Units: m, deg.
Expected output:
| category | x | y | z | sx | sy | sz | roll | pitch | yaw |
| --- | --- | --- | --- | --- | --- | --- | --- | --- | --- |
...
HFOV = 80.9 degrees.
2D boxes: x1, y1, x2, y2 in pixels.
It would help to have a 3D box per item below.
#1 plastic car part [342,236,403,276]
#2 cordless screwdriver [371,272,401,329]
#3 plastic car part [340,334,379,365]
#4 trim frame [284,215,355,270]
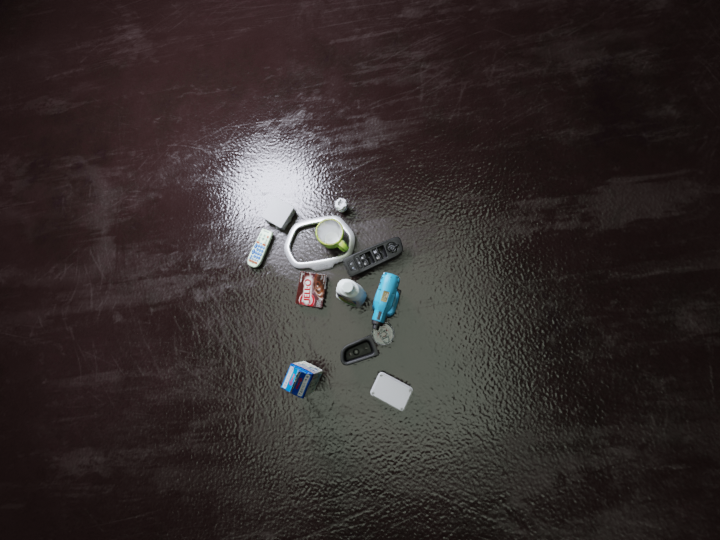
| category | x | y | z | sx | sy | sz | roll | pitch | yaw |
| --- | --- | --- | --- | --- | --- | --- | --- | --- | --- |
| plastic car part | 0.045 | -0.044 | 1.390 | 0.203 | 0.065 | 0.068 | -25 | 77 | 2 |
| cordless screwdriver | 0.070 | 0.103 | 1.262 | 0.076 | 0.243 | 0.160 | 17 | 82 | 7 |
| plastic car part | -0.007 | 0.254 | 1.329 | 0.117 | 0.069 | 0.067 | -22 | 77 | 3 |
| trim frame | -0.142 | -0.093 | 1.450 | 0.251 | 0.027 | 0.187 | -11 | 76 | 6 |
